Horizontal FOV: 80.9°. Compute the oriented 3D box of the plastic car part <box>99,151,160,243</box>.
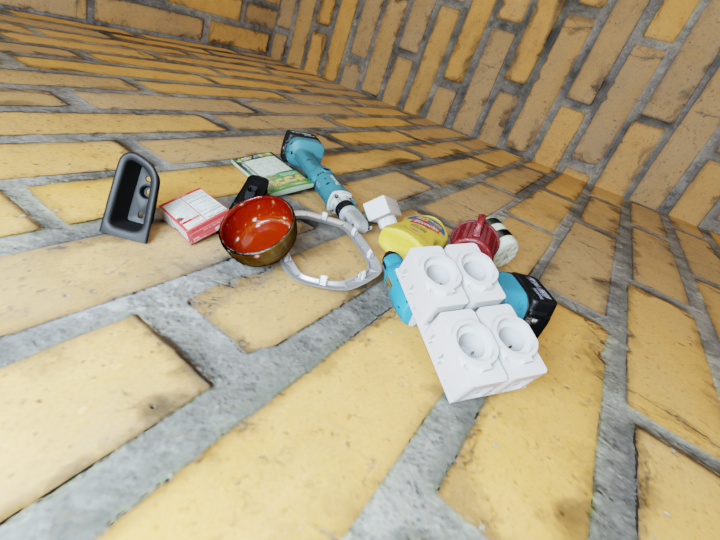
[{"bbox_3d":[-0.314,-0.105,0.603,0.065,0.116,0.072,15,4,-9],"label":"plastic car part"}]

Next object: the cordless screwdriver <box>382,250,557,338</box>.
[{"bbox_3d":[0.157,0.029,0.666,0.244,0.073,0.165,7,30,-12],"label":"cordless screwdriver"}]

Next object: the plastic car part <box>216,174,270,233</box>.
[{"bbox_3d":[-0.196,-0.120,0.742,0.066,0.066,0.208,8,26,-7],"label":"plastic car part"}]

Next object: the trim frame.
[{"bbox_3d":[-0.069,-0.045,0.701,0.178,0.027,0.261,-2,36,-21],"label":"trim frame"}]

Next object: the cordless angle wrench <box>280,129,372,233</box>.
[{"bbox_3d":[-0.083,-0.203,0.947,0.094,0.073,0.445,2,34,-29],"label":"cordless angle wrench"}]
